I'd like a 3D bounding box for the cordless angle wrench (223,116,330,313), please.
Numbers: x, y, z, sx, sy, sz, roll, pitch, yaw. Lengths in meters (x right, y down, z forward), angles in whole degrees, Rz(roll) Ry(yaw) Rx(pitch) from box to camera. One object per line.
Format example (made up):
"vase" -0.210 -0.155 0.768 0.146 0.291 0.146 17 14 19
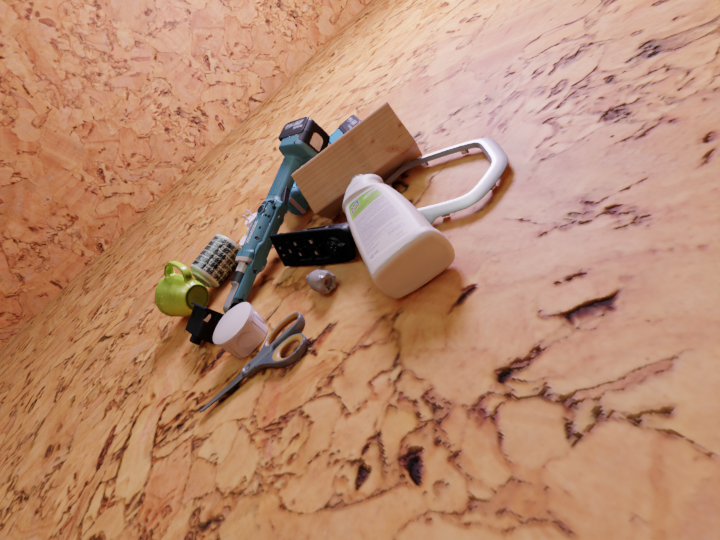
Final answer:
"cordless angle wrench" -0.177 -0.110 0.839 0.103 0.070 0.426 1 65 44

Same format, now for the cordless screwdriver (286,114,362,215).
"cordless screwdriver" -0.084 -0.239 0.955 0.249 0.071 0.166 -42 31 7

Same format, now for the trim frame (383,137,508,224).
"trim frame" 0.102 -0.127 0.645 0.260 0.026 0.185 -6 45 43

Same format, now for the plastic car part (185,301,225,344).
"plastic car part" -0.289 0.102 0.780 0.122 0.063 0.071 -1 63 53

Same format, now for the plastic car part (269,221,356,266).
"plastic car part" -0.070 -0.046 0.714 0.065 0.065 0.212 -29 18 -35
